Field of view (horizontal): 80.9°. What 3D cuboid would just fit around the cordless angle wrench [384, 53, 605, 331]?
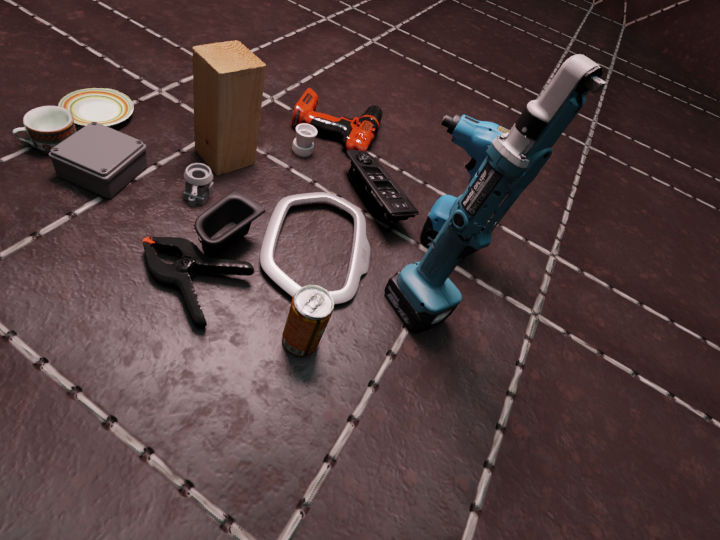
[{"bbox_3d":[0.144,-0.067,0.537,0.072,0.418,0.102,-15,60,-30],"label":"cordless angle wrench"}]

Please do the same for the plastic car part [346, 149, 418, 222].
[{"bbox_3d":[0.030,-0.160,0.818,0.064,0.066,0.212,-11,55,-25],"label":"plastic car part"}]

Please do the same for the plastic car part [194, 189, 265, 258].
[{"bbox_3d":[-0.215,-0.063,0.668,0.067,0.070,0.115,32,50,9],"label":"plastic car part"}]

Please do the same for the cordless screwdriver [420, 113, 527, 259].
[{"bbox_3d":[0.172,-0.139,0.719,0.162,0.246,0.074,31,49,7],"label":"cordless screwdriver"}]

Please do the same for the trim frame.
[{"bbox_3d":[-0.071,-0.046,0.721,0.183,0.027,0.254,12,49,-5],"label":"trim frame"}]
